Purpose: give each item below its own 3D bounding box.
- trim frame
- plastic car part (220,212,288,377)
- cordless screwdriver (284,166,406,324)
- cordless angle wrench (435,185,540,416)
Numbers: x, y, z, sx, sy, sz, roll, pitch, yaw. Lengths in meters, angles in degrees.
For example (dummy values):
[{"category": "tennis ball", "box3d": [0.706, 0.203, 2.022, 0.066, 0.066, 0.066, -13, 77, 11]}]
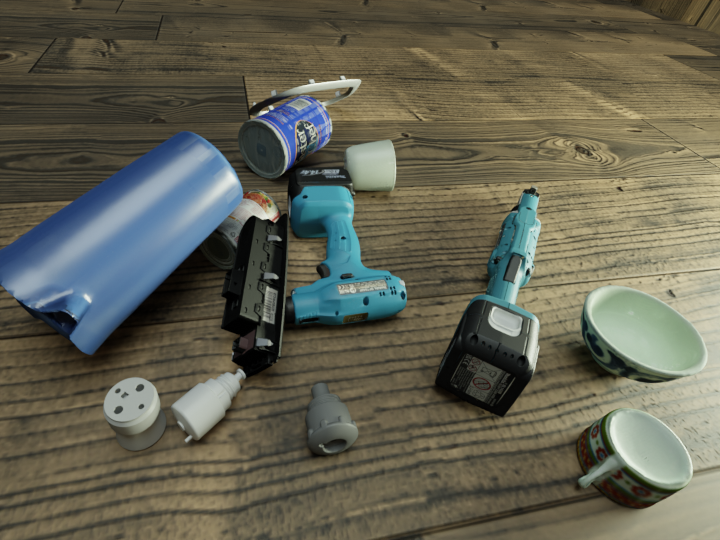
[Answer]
[{"category": "trim frame", "box3d": [-0.110, -0.350, 0.855, 0.241, 0.027, 0.192, -26, 14, -33]}, {"category": "plastic car part", "box3d": [-0.121, 0.012, 0.483, 0.064, 0.067, 0.209, 24, 46, -25]}, {"category": "cordless screwdriver", "box3d": [-0.055, -0.036, 0.567, 0.156, 0.072, 0.260, -8, 49, -15]}, {"category": "cordless angle wrench", "box3d": [0.200, -0.007, 0.563, 0.076, 0.096, 0.420, 22, 41, 13]}]
